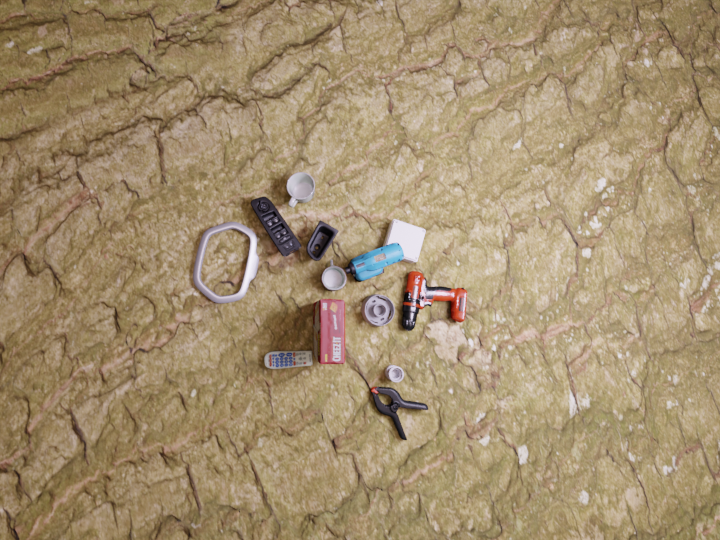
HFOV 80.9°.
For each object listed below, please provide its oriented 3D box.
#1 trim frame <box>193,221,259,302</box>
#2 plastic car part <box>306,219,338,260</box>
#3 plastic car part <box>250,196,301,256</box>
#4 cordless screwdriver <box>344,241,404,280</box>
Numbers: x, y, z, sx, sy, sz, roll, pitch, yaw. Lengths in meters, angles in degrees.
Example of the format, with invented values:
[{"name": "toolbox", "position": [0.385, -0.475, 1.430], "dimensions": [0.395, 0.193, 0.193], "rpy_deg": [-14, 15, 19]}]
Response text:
[{"name": "trim frame", "position": [-0.400, -0.025, 1.268], "dimensions": [0.183, 0.027, 0.250], "rpy_deg": [10, 79, -4]}, {"name": "plastic car part", "position": [-0.126, -0.082, 1.284], "dimensions": [0.066, 0.071, 0.117], "rpy_deg": [29, 78, -3]}, {"name": "plastic car part", "position": [-0.260, -0.135, 1.282], "dimensions": [0.066, 0.067, 0.205], "rpy_deg": [-32, 85, -12]}, {"name": "cordless screwdriver", "position": [0.014, -0.014, 1.195], "dimensions": [0.157, 0.250, 0.075], "rpy_deg": [-20, 87, -12]}]
